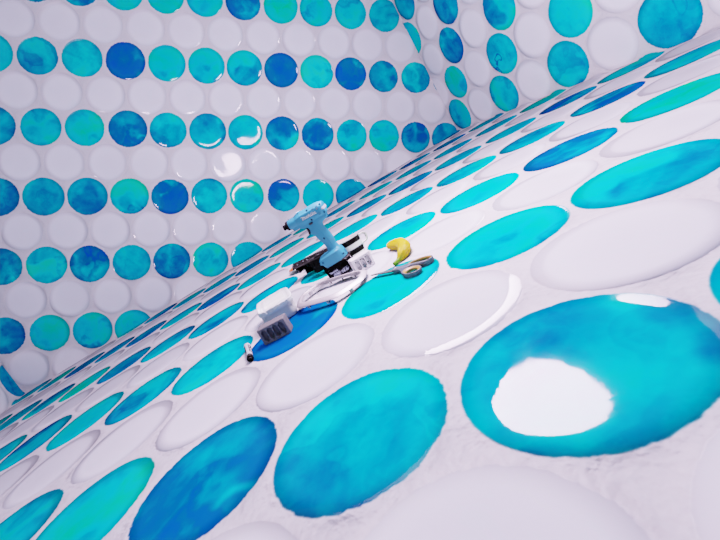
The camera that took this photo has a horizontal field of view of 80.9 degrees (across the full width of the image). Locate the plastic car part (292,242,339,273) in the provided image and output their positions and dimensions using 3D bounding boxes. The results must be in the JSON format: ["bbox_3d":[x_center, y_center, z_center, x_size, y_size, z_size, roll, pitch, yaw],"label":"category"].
[{"bbox_3d":[-0.160,-0.039,1.616,0.203,0.066,0.067,-29,12,3],"label":"plastic car part"}]

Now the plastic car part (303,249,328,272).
[{"bbox_3d":[-0.134,-0.027,1.522,0.120,0.070,0.065,-21,15,35],"label":"plastic car part"}]

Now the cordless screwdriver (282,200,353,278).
[{"bbox_3d":[-0.135,-0.088,1.380,0.162,0.245,0.074,-26,10,18],"label":"cordless screwdriver"}]

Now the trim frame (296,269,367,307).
[{"bbox_3d":[-0.086,0.054,1.244,0.257,0.027,0.182,-19,18,36],"label":"trim frame"}]
